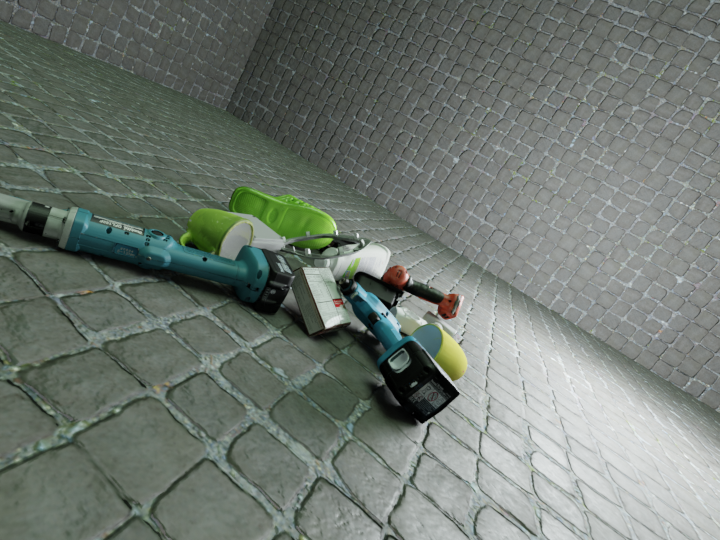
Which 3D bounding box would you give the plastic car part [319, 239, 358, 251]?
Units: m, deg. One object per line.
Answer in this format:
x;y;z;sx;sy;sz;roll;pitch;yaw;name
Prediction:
-0.020;-0.038;1.146;0.194;0.066;0.070;22;27;-26;plastic car part

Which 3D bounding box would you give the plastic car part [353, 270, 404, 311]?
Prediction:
0.029;0.059;0.942;0.117;0.065;0.071;27;29;1;plastic car part

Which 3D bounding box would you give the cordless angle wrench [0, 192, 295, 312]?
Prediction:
-0.298;-0.031;0.604;0.403;0.074;0.103;18;19;-30;cordless angle wrench

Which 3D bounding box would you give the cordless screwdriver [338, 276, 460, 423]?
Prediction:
0.044;0.109;0.680;0.152;0.074;0.260;49;2;-28;cordless screwdriver

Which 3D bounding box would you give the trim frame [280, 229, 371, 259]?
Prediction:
-0.091;-0.060;0.931;0.178;0.027;0.262;-20;23;-36;trim frame
